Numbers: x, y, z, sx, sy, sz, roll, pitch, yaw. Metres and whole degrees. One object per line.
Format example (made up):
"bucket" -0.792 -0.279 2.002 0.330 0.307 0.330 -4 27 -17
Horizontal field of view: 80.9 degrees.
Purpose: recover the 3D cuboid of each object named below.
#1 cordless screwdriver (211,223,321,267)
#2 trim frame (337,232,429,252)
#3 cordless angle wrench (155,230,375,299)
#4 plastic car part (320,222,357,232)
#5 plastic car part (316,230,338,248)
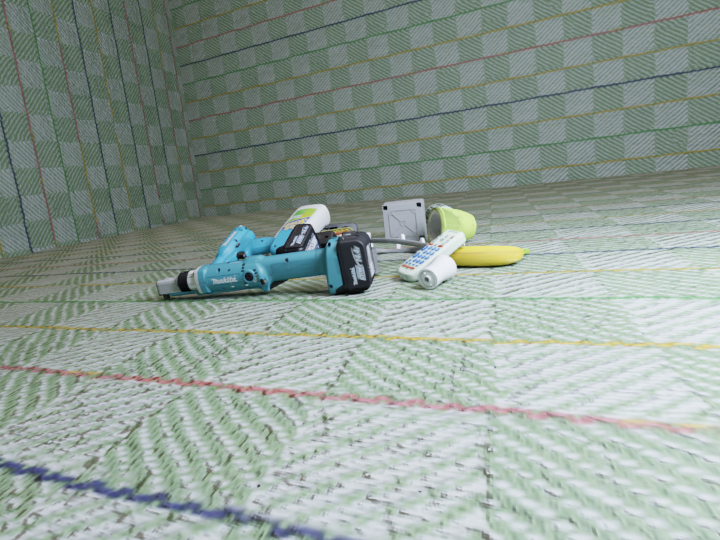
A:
"cordless screwdriver" -0.222 -0.036 0.953 0.259 0.071 0.160 2 44 28
"trim frame" 0.044 -0.058 0.911 0.193 0.028 0.236 -3 -3 42
"cordless angle wrench" -0.190 0.005 0.767 0.433 0.096 0.074 -7 13 16
"plastic car part" -0.108 -0.096 1.240 0.204 0.068 0.065 -8 -15 2
"plastic car part" -0.098 -0.064 1.006 0.120 0.067 0.067 -2 53 19
